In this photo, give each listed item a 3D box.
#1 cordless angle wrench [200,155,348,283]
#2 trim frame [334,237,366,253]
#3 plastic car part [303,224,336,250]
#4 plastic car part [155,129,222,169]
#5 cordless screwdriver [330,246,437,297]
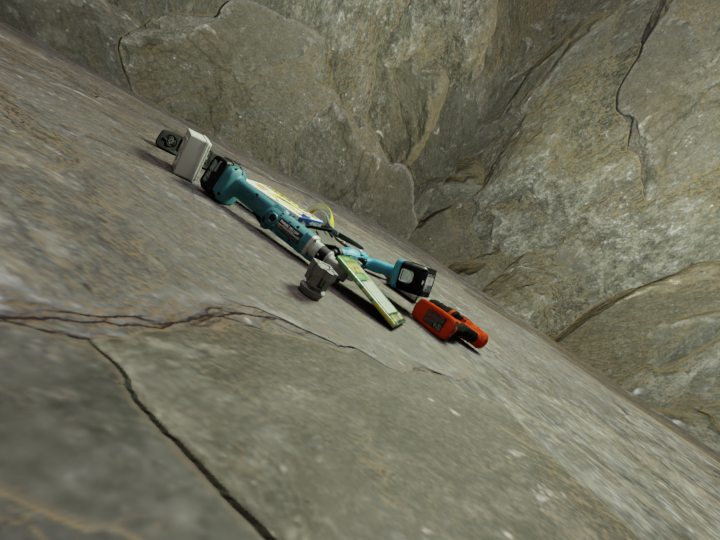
[{"bbox_3d":[-0.190,-0.114,0.958,0.439,0.098,0.071,38,8,19],"label":"cordless angle wrench"},{"bbox_3d":[0.012,-0.044,1.288,0.235,0.027,0.194,36,2,-34],"label":"trim frame"},{"bbox_3d":[-0.106,-0.069,1.082,0.074,0.066,0.111,51,21,22],"label":"plastic car part"},{"bbox_3d":[-0.529,-0.369,1.295,0.192,0.066,0.071,21,4,-44],"label":"plastic car part"},{"bbox_3d":[0.051,-0.007,1.053,0.262,0.074,0.151,19,2,34],"label":"cordless screwdriver"}]
